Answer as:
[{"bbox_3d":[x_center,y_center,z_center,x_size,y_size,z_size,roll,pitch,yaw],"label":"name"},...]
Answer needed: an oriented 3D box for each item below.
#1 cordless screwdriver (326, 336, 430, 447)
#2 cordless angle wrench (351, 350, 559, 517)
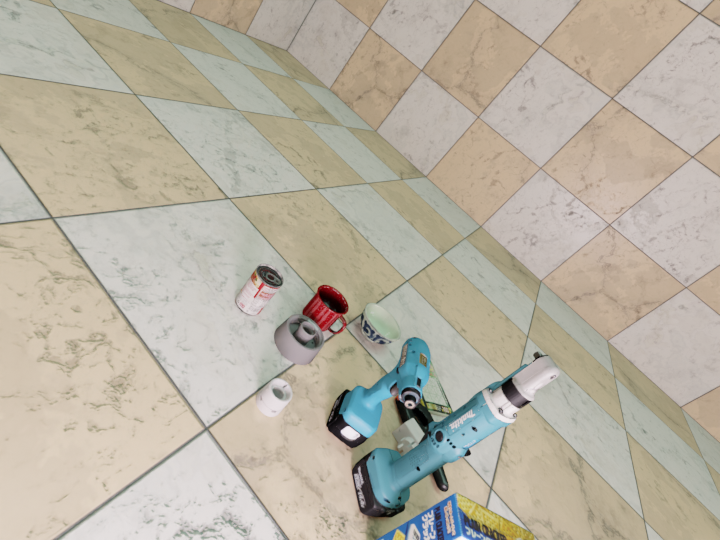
[{"bbox_3d":[0.034,0.244,0.782,0.074,0.250,0.159,38,27,-7],"label":"cordless screwdriver"},{"bbox_3d":[0.143,0.270,0.683,0.071,0.425,0.102,23,33,-32],"label":"cordless angle wrench"}]
